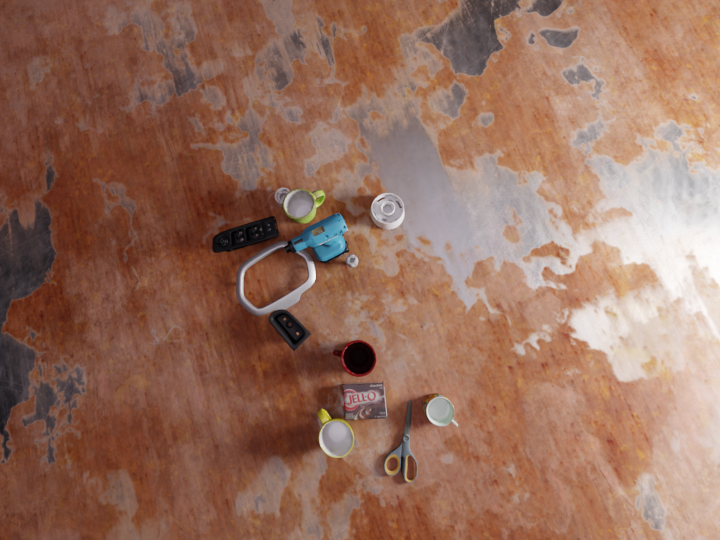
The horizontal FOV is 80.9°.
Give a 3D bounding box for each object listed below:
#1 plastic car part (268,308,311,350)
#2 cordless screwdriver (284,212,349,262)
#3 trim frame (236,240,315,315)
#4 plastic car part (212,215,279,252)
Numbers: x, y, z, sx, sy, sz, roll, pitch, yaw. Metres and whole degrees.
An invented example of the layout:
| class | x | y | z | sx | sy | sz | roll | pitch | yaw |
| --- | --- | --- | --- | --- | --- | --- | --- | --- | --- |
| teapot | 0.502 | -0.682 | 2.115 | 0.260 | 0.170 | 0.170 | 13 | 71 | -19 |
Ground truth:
| class | x | y | z | sx | sy | sz | roll | pitch | yaw |
| --- | --- | --- | --- | --- | --- | --- | --- | --- | --- |
| plastic car part | -0.196 | 0.156 | 1.172 | 0.066 | 0.069 | 0.119 | -44 | 79 | -4 |
| cordless screwdriver | -0.109 | -0.071 | 1.116 | 0.159 | 0.244 | 0.076 | -26 | 82 | -1 |
| trim frame | -0.249 | 0.024 | 1.224 | 0.248 | 0.027 | 0.188 | -32 | 78 | 0 |
| plastic car part | -0.336 | -0.099 | 1.238 | 0.204 | 0.066 | 0.067 | -15 | 80 | 3 |
